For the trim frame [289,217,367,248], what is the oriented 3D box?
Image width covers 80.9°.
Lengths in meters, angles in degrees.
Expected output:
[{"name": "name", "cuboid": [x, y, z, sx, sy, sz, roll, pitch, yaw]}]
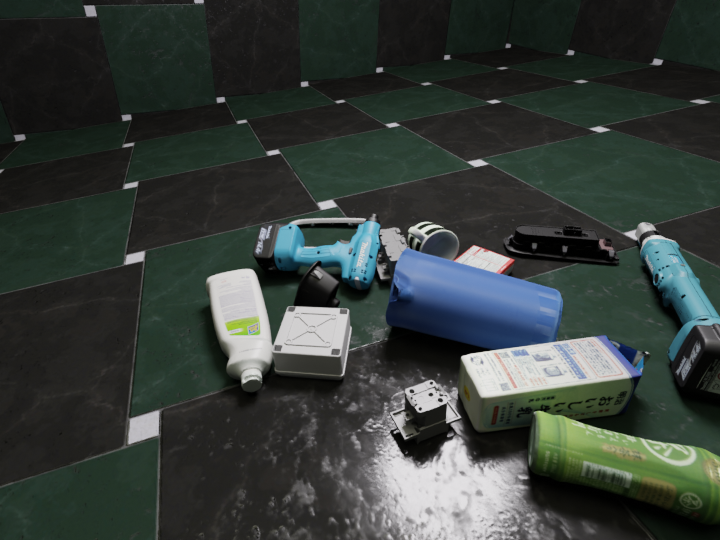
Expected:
[{"name": "trim frame", "cuboid": [-0.079, -0.083, 0.979, 0.254, 0.026, 0.187, -2, 33, 12]}]

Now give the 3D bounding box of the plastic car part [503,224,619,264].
[{"name": "plastic car part", "cuboid": [0.397, -0.057, 0.844, 0.209, 0.064, 0.067, 4, 42, 19]}]

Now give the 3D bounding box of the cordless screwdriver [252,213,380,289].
[{"name": "cordless screwdriver", "cuboid": [-0.084, -0.055, 0.863, 0.256, 0.071, 0.161, 7, 64, 17]}]

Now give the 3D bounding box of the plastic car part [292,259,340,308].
[{"name": "plastic car part", "cuboid": [-0.071, 0.047, 0.738, 0.073, 0.115, 0.065, 35, 46, 12]}]

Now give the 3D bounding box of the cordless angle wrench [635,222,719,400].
[{"name": "cordless angle wrench", "cuboid": [0.513, 0.021, 0.687, 0.076, 0.095, 0.423, 9, 34, 14]}]
